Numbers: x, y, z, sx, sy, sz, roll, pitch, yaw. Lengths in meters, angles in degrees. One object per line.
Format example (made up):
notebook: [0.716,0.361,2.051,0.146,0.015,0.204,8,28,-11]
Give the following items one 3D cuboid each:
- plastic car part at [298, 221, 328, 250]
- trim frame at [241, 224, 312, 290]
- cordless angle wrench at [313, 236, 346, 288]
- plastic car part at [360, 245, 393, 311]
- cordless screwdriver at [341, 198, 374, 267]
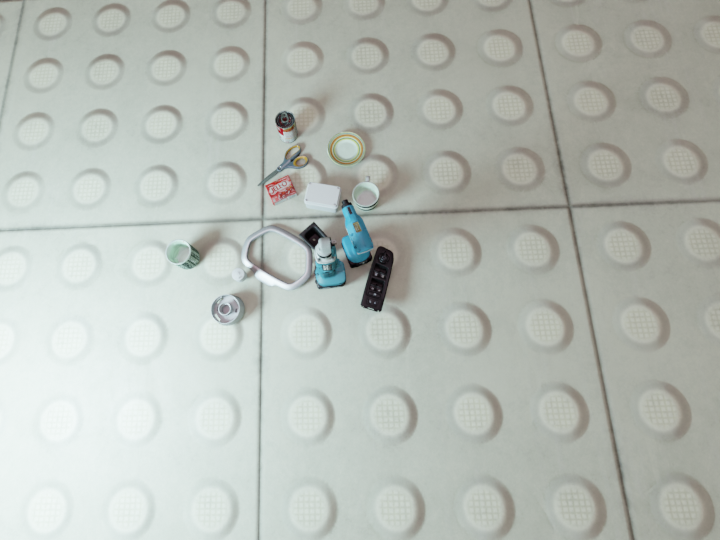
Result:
plastic car part: [-0.132,-0.086,1.347,0.066,0.069,0.119,-42,78,-9]
trim frame: [-0.268,-0.041,1.365,0.254,0.027,0.184,29,78,10]
cordless angle wrench: [-0.089,-0.021,1.148,0.098,0.416,0.075,-6,78,-3]
plastic car part: [0.055,0.027,1.307,0.067,0.066,0.204,15,76,4]
cordless screwdriver: [-0.018,-0.103,1.254,0.074,0.245,0.163,-21,78,-6]
